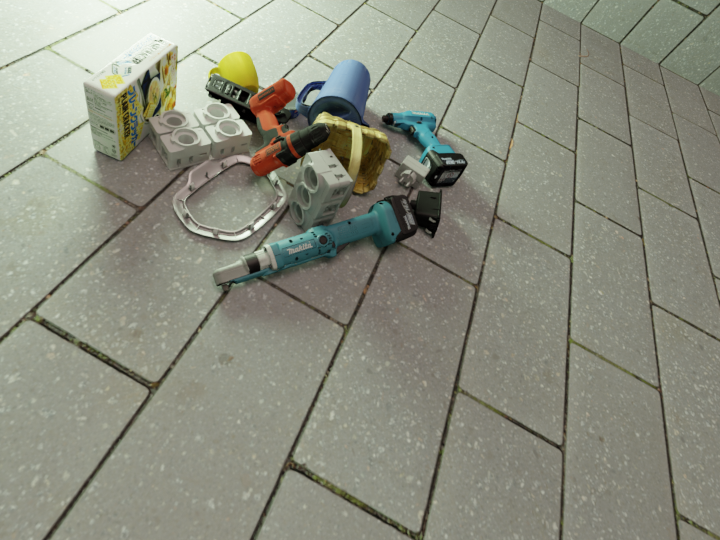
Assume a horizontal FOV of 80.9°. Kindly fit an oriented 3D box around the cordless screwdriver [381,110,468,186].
[{"bbox_3d":[0.162,-0.332,1.110,0.154,0.074,0.259,-4,54,-23],"label":"cordless screwdriver"}]

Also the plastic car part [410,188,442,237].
[{"bbox_3d":[0.150,-0.143,0.983,0.071,0.064,0.119,10,50,1],"label":"plastic car part"}]

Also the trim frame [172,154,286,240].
[{"bbox_3d":[-0.260,-0.156,0.860,0.187,0.027,0.246,34,54,7],"label":"trim frame"}]

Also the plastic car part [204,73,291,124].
[{"bbox_3d":[-0.263,-0.382,0.992,0.198,0.067,0.068,18,45,-13],"label":"plastic car part"}]

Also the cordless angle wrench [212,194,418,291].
[{"bbox_3d":[-0.080,-0.052,0.820,0.411,0.076,0.098,-20,90,-26],"label":"cordless angle wrench"}]
